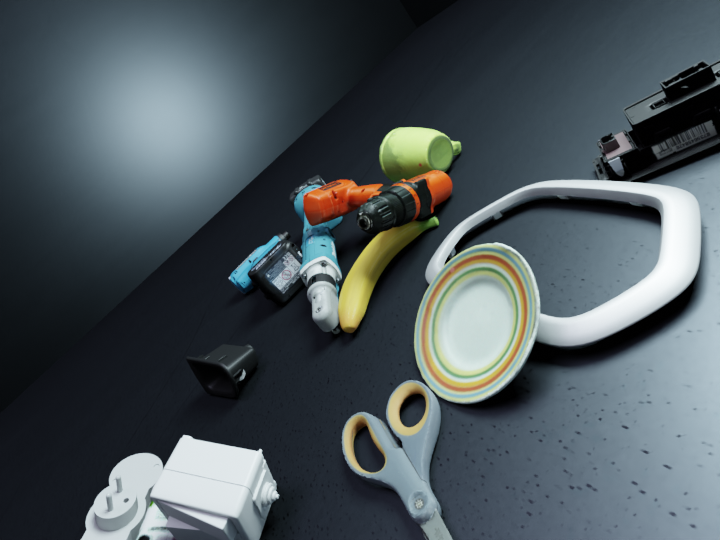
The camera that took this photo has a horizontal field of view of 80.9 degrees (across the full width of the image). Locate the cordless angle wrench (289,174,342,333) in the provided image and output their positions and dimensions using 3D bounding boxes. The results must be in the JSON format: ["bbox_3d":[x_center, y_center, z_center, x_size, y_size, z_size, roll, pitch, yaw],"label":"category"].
[{"bbox_3d":[-0.067,-0.044,0.687,0.075,0.094,0.437,-33,28,11],"label":"cordless angle wrench"}]

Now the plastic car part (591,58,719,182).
[{"bbox_3d":[0.296,-0.144,0.344,0.209,0.065,0.066,-21,21,34],"label":"plastic car part"}]

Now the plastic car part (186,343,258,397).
[{"bbox_3d":[-0.183,0.133,0.599,0.121,0.064,0.070,-12,21,44],"label":"plastic car part"}]

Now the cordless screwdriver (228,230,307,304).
[{"bbox_3d":[-0.162,-0.019,0.805,0.158,0.072,0.258,-48,21,-17],"label":"cordless screwdriver"}]

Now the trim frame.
[{"bbox_3d":[0.155,-0.017,0.376,0.183,0.026,0.259,-43,25,-6],"label":"trim frame"}]
